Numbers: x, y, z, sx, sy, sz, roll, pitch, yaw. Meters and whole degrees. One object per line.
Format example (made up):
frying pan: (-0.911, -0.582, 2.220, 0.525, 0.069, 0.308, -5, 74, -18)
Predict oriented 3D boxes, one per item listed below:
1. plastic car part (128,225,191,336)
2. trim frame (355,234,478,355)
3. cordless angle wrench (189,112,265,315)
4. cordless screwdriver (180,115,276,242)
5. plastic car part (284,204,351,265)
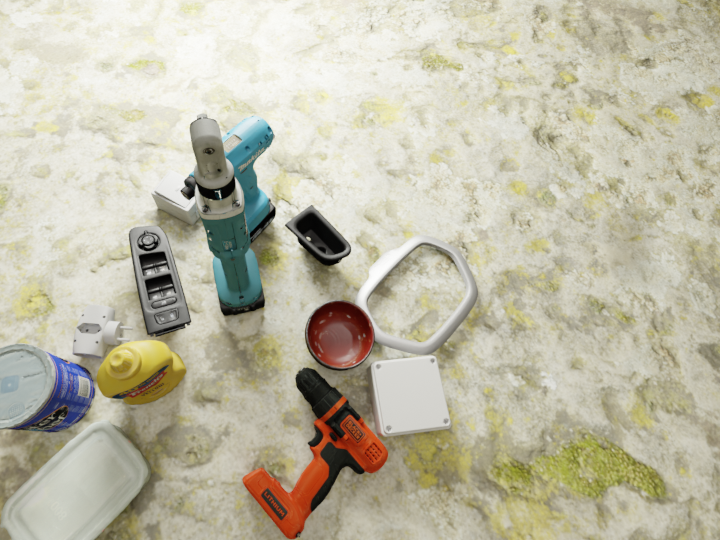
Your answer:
plastic car part: (-0.336, 0.014, 0.706, 0.065, 0.066, 0.210, -19, 69, -16)
trim frame: (0.102, 0.038, 0.761, 0.189, 0.027, 0.246, 40, 68, 13)
cordless angle wrench: (-0.173, -0.042, 0.555, 0.073, 0.418, 0.101, -11, 70, -15)
cordless screwdriver: (-0.207, -0.119, 0.683, 0.076, 0.246, 0.158, 37, 66, 6)
plastic car part: (-0.074, -0.049, 0.760, 0.065, 0.070, 0.120, -39, 76, -22)
